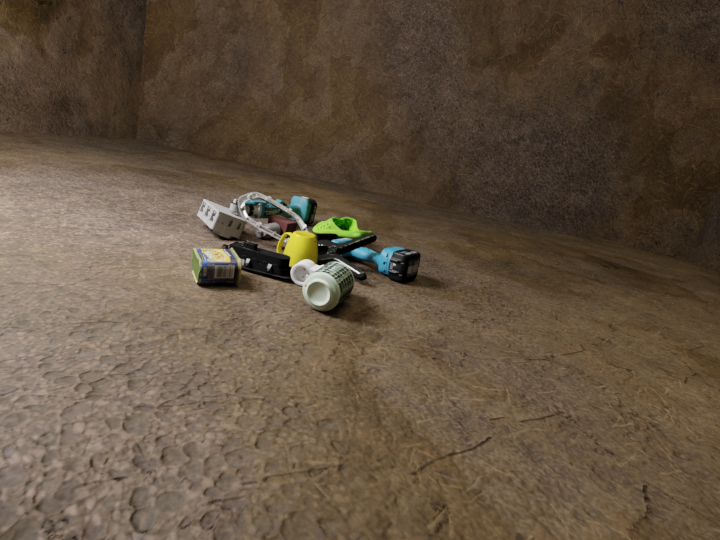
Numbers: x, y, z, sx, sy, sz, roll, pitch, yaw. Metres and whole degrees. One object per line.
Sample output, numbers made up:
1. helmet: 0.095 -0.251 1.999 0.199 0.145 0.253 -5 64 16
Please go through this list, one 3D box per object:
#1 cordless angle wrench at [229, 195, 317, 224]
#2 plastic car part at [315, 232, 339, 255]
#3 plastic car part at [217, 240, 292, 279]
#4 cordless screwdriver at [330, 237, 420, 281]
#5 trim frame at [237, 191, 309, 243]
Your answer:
1. cordless angle wrench: -0.281 -0.199 1.383 0.077 0.097 0.408 19 14 22
2. plastic car part: -0.120 -0.079 1.229 0.074 0.065 0.112 4 8 27
3. plastic car part: -0.242 -0.029 0.980 0.209 0.067 0.065 18 10 14
4. cordless screwdriver: 0.045 -0.043 1.187 0.261 0.073 0.153 17 17 30
5. trim frame: -0.246 -0.148 1.233 0.239 0.028 0.189 30 33 -22
